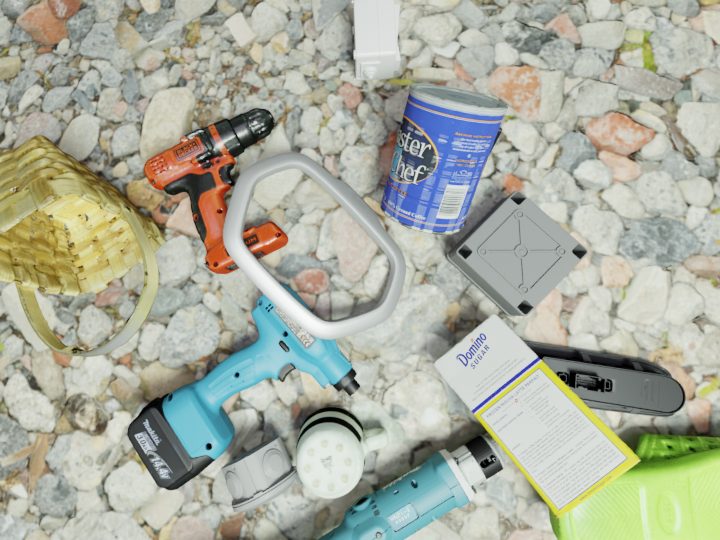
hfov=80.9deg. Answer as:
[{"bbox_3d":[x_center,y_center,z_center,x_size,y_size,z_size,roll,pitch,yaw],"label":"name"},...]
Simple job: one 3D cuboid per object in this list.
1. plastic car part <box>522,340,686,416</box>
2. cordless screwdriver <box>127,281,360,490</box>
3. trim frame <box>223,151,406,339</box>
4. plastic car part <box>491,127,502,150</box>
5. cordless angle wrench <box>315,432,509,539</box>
[{"bbox_3d":[0.261,0.123,0.478,0.204,0.066,0.067,8,76,3],"label":"plastic car part"},{"bbox_3d":[-0.132,0.151,0.501,0.248,0.073,0.162,-43,82,-6],"label":"cordless screwdriver"},{"bbox_3d":[-0.050,-0.033,0.510,0.247,0.028,0.183,43,67,-3],"label":"trim frame"},{"bbox_3d":[0.117,-0.195,0.541,0.119,0.064,0.071,19,69,9],"label":"plastic car part"},{"bbox_3d":[0.013,0.278,0.462,0.421,0.096,0.076,-30,80,-4],"label":"cordless angle wrench"}]
